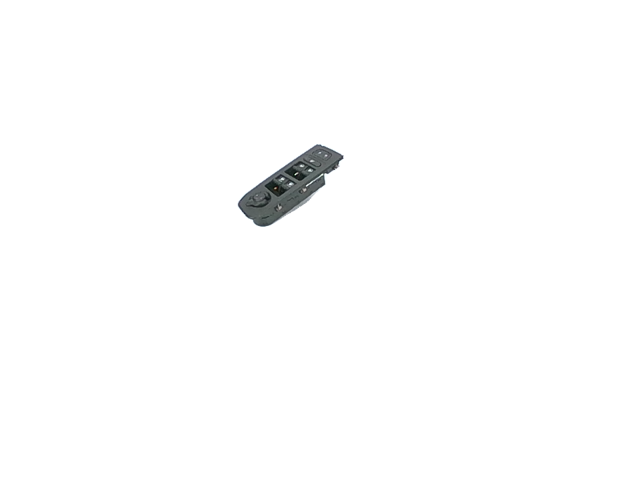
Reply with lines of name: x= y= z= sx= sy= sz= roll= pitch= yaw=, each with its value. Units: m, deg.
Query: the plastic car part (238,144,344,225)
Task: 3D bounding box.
plastic car part: x=-0.051 y=-0.090 z=0.728 sx=0.202 sy=0.067 sz=0.066 roll=-36 pitch=60 yaw=-26
